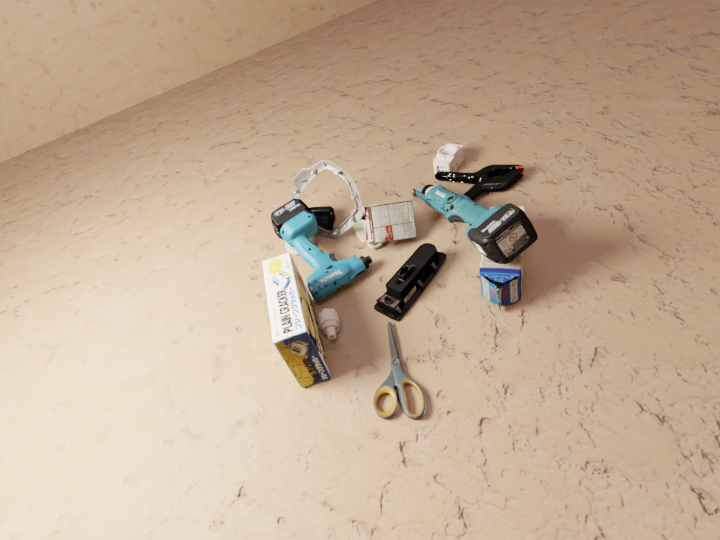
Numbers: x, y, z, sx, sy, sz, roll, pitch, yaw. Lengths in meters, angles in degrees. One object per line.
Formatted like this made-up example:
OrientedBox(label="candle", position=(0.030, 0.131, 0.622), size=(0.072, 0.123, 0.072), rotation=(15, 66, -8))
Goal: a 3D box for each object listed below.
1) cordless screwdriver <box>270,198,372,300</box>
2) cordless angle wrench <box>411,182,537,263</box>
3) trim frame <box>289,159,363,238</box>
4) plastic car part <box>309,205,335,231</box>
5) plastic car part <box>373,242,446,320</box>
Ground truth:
OrientedBox(label="cordless screwdriver", position=(-0.098, -0.064, 0.999), size=(0.158, 0.072, 0.259), rotation=(-30, 64, -11))
OrientedBox(label="cordless angle wrench", position=(0.213, -0.139, 0.936), size=(0.098, 0.071, 0.440), rotation=(-41, 27, 4))
OrientedBox(label="trim frame", position=(-0.091, -0.168, 1.033), size=(0.027, 0.183, 0.254), rotation=(-42, 6, -36))
OrientedBox(label="plastic car part", position=(-0.117, -0.149, 1.149), size=(0.122, 0.064, 0.070), rotation=(5, 33, 29))
OrientedBox(label="plastic car part", position=(0.107, 0.010, 0.900), size=(0.070, 0.064, 0.200), rotation=(19, 52, 42))
